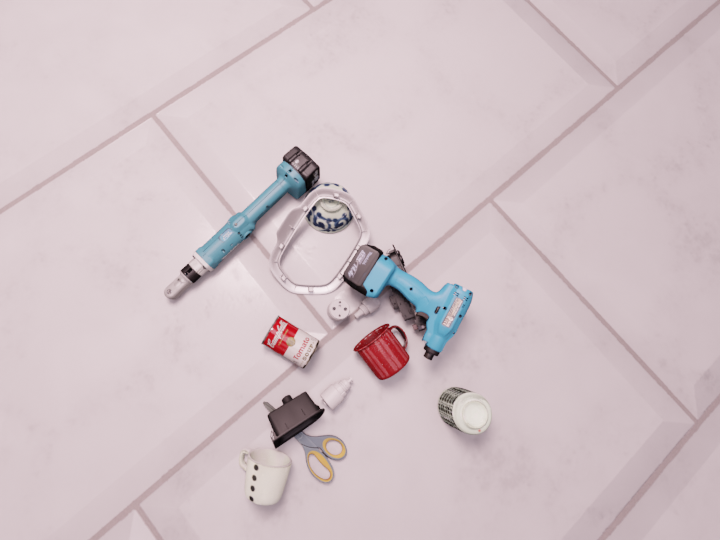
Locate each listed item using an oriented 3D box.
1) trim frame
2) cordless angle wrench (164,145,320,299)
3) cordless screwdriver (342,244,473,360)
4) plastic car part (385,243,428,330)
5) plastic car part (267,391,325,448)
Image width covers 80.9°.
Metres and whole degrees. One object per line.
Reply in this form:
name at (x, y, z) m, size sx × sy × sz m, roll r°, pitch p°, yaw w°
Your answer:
trim frame at (-0.089, -0.058, 0.912) m, size 0.181 × 0.028 × 0.248 m, roll 33°, pitch 97°, yaw -8°
cordless angle wrench at (-0.260, -0.094, 0.915) m, size 0.075 × 0.097 × 0.421 m, roll 43°, pitch 81°, yaw 5°
cordless screwdriver at (0.081, 0.059, 0.858) m, size 0.255 × 0.072 × 0.159 m, roll 27°, pitch 91°, yaw 12°
plastic car part at (0.093, 0.043, 0.927) m, size 0.068 × 0.064 × 0.206 m, roll -21°, pitch 80°, yaw 15°
plastic car part at (-0.137, 0.286, 0.839) m, size 0.114 × 0.064 × 0.074 m, roll -32°, pitch 64°, yaw -22°
